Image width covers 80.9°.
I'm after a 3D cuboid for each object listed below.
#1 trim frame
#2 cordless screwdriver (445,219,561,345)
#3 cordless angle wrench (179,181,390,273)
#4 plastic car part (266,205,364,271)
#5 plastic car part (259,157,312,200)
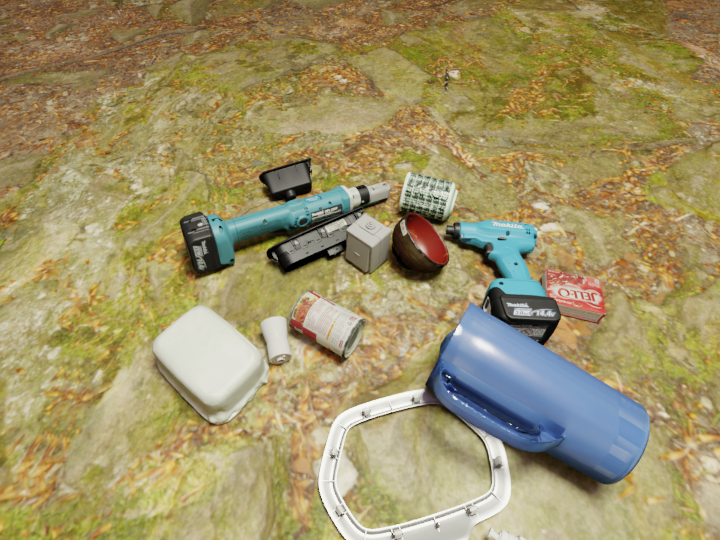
[{"bbox_3d":[0.068,0.248,0.542,0.245,0.027,0.192,-11,51,-11],"label":"trim frame"},{"bbox_3d":[0.232,0.003,0.722,0.161,0.072,0.254,5,46,4],"label":"cordless screwdriver"},{"bbox_3d":[-0.123,-0.107,0.814,0.413,0.095,0.078,-20,50,-20],"label":"cordless angle wrench"},{"bbox_3d":[-0.077,-0.050,0.785,0.199,0.066,0.068,-21,79,-18],"label":"plastic car part"},{"bbox_3d":[-0.150,-0.184,0.903,0.115,0.064,0.073,-21,67,-13],"label":"plastic car part"}]
